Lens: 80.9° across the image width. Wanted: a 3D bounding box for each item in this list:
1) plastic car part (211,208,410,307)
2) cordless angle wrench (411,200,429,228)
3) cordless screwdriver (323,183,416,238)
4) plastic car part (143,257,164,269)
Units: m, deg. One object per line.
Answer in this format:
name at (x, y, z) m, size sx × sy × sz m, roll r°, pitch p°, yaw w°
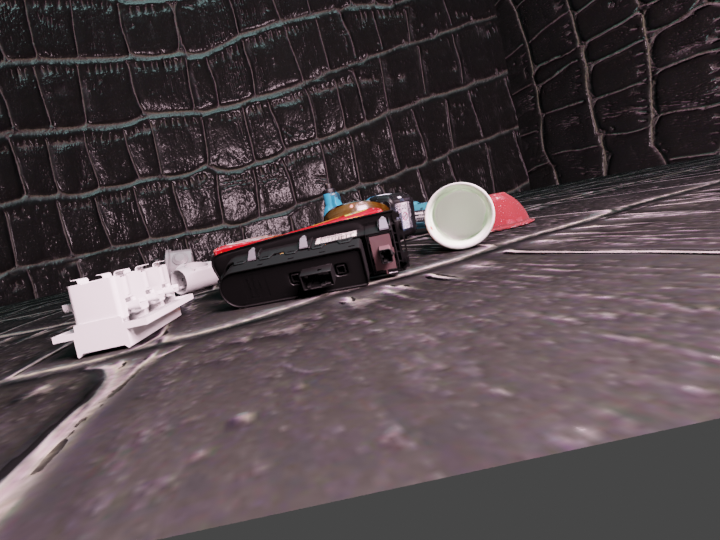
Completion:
plastic car part at (-0.056, 0.000, 0.420) m, size 0.207 × 0.064 × 0.068 m, roll -9°, pitch 31°, yaw 14°
cordless angle wrench at (0.117, -0.118, 0.925) m, size 0.072 × 0.097 × 0.443 m, roll -19°, pitch 13°, yaw -39°
cordless screwdriver at (0.002, -0.134, 0.950) m, size 0.071 × 0.158 × 0.260 m, roll -15°, pitch 8°, yaw -38°
plastic car part at (-0.405, 0.009, 0.868) m, size 0.112 × 0.071 × 0.069 m, roll -13°, pitch 3°, yaw -41°
